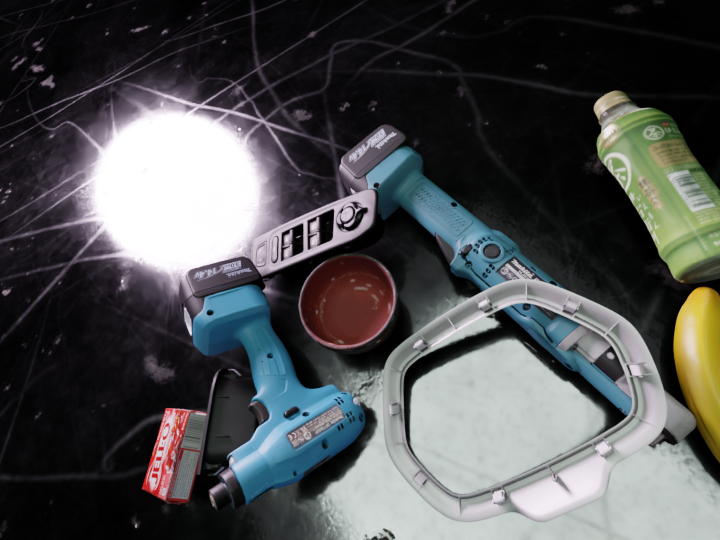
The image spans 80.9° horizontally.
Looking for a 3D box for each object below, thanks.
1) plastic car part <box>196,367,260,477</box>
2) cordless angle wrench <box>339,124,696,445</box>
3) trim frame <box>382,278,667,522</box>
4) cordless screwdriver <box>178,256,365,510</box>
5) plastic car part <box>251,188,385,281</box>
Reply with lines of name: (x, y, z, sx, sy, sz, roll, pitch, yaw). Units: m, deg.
plastic car part: (-0.133, 0.167, 0.473, 0.071, 0.064, 0.119, 1, 60, 3)
cordless angle wrench: (0.138, -0.010, 0.455, 0.098, 0.071, 0.444, -40, 60, -3)
trim frame: (0.129, 0.118, 0.383, 0.251, 0.026, 0.191, -35, 67, 14)
cordless screwdriver: (-0.128, 0.104, 0.451, 0.154, 0.073, 0.261, -21, 55, -33)
plastic car part: (-0.051, -0.033, 0.524, 0.209, 0.063, 0.068, -22, 50, 36)
